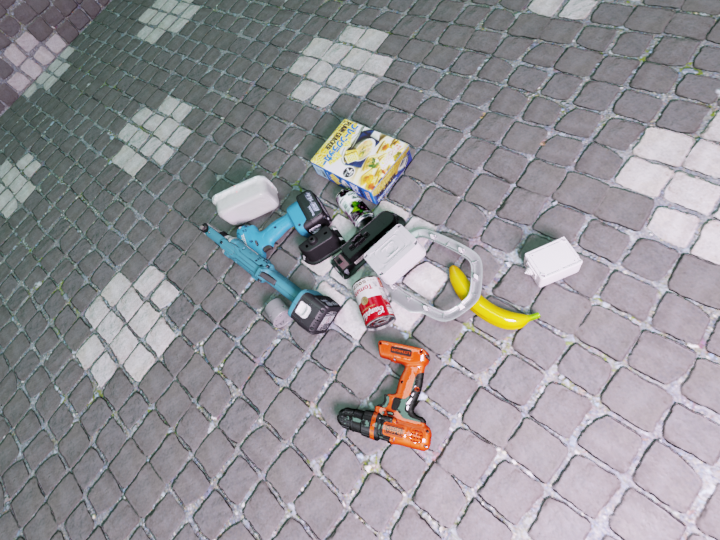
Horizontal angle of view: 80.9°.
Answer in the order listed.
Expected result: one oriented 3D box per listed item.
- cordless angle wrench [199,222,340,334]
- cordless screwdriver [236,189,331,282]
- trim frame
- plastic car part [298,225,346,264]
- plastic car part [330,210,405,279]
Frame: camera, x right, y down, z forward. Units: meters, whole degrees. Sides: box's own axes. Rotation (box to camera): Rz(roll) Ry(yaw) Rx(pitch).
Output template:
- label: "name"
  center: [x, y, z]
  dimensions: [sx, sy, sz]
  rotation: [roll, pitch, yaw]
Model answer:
- label: "cordless angle wrench"
  center: [-0.239, -0.003, 1.014]
  dimensions: [0.442, 0.094, 0.074]
  rotation: [34, 98, 24]
- label: "cordless screwdriver"
  center: [-0.194, -0.086, 1.080]
  dimensions: [0.251, 0.071, 0.165]
  rotation: [-28, 67, 11]
- label: "trim frame"
  center: [0.142, 0.005, 0.908]
  dimensions: [0.263, 0.026, 0.184]
  rotation: [34, 86, 39]
- label: "plastic car part"
  center: [-0.101, -0.066, 1.035]
  dimensions: [0.116, 0.067, 0.069]
  rotation: [-33, 59, 0]
- label: "plastic car part"
  center: [0.014, -0.074, 1.002]
  dimensions: [0.202, 0.063, 0.070]
  rotation: [-39, 53, -3]
